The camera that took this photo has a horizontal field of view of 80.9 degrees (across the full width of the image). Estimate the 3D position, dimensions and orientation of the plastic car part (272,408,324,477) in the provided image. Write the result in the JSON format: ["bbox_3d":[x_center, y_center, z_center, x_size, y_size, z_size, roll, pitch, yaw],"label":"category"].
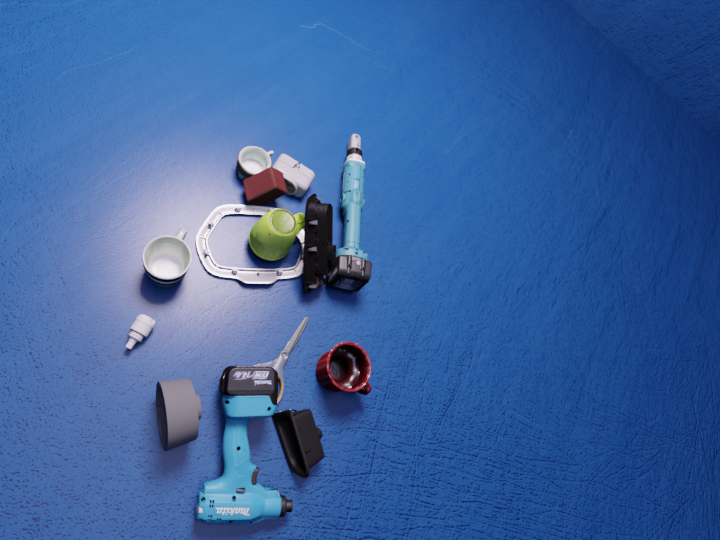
[{"bbox_3d":[-0.104,0.305,0.775,0.068,0.067,0.118,-14,78,-43],"label":"plastic car part"}]

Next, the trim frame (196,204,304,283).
[{"bbox_3d":[-0.223,-0.058,0.905,0.239,0.028,0.188,3,67,-23],"label":"trim frame"}]

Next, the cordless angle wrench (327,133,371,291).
[{"bbox_3d":[-0.020,-0.161,1.000,0.072,0.098,0.433,12,60,-17],"label":"cordless angle wrench"}]

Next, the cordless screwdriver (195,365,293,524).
[{"bbox_3d":[-0.182,0.293,0.726,0.154,0.076,0.252,10,73,-19],"label":"cordless screwdriver"}]

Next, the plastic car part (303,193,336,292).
[{"bbox_3d":[-0.085,-0.056,0.869,0.064,0.070,0.200,-25,115,-62],"label":"plastic car part"}]
